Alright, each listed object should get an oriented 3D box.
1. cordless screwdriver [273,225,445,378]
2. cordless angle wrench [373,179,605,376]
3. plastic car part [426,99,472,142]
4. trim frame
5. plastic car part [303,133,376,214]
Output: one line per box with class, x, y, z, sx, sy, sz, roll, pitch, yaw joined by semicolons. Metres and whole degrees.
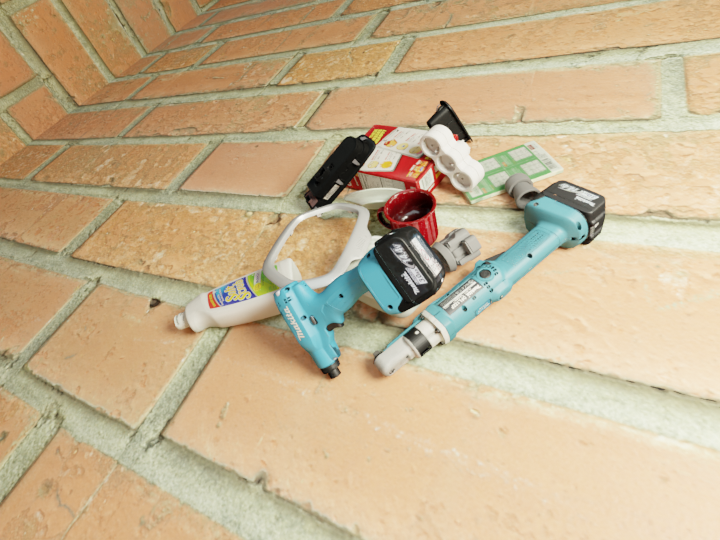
cordless screwdriver;0.001;0.052;0.599;0.254;0.159;0.072;-29;0;29
cordless angle wrench;0.192;0.019;0.645;0.420;0.070;0.104;-38;46;-9
plastic car part;0.183;-0.312;0.929;0.071;0.110;0.069;-44;43;13
trim frame;-0.075;-0.049;0.766;0.191;0.026;0.250;0;41;23
plastic car part;-0.055;-0.211;0.895;0.204;0.063;0.069;-43;53;20
